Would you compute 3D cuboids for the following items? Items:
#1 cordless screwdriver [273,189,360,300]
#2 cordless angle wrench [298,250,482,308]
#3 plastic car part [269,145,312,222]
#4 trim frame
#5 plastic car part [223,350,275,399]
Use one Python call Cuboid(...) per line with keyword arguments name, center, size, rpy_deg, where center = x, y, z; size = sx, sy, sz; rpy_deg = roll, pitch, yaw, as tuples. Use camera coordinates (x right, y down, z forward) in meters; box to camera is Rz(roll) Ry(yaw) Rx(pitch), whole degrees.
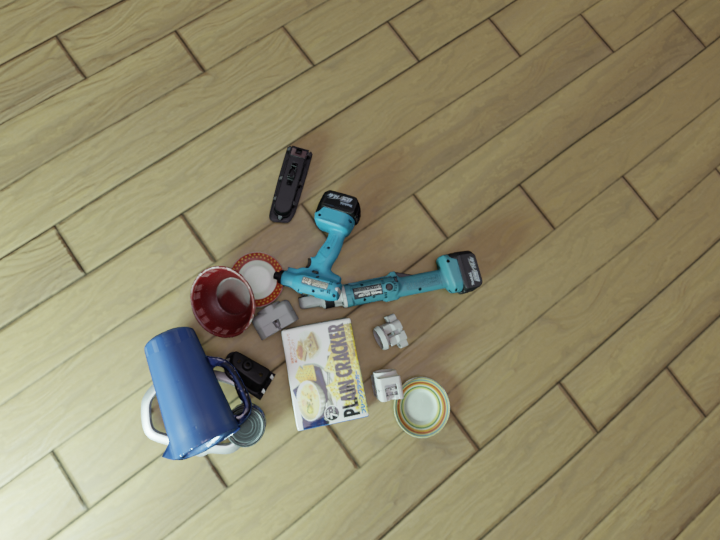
Cuboid(name="cordless screwdriver", center=(-0.096, -0.063, 0.983), size=(0.163, 0.072, 0.251), rpy_deg=(12, 73, 14))
Cuboid(name="cordless angle wrench", center=(0.064, 0.040, 0.993), size=(0.420, 0.073, 0.099), rpy_deg=(-11, 79, -4))
Cuboid(name="plastic car part", center=(-0.169, -0.212, 1.026), size=(0.065, 0.068, 0.204), rpy_deg=(16, 81, -12))
Cuboid(name="trim frame", center=(-0.355, 0.309, 0.927), size=(0.246, 0.027, 0.186), rpy_deg=(11, 78, -5))
Cuboid(name="plastic car part", center=(-0.244, 0.218, 0.923), size=(0.116, 0.071, 0.066), rpy_deg=(34, 55, -2))
